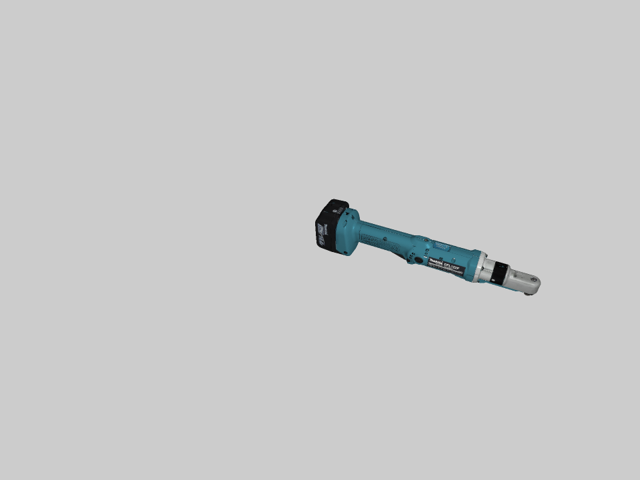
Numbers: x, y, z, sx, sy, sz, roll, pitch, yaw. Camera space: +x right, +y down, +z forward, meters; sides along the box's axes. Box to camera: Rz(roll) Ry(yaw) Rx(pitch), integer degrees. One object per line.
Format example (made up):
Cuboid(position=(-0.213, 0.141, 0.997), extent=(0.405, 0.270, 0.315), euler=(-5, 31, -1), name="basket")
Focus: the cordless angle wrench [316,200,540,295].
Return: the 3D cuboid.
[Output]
Cuboid(position=(0.195, 0.022, 0.816), extent=(0.423, 0.098, 0.074), euler=(17, 48, 20), name="cordless angle wrench")
